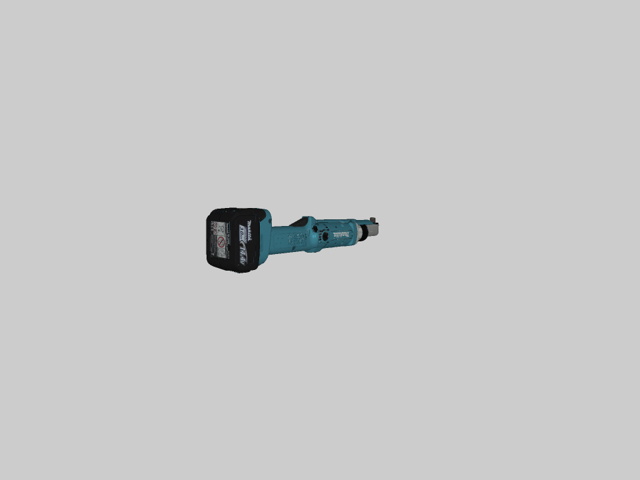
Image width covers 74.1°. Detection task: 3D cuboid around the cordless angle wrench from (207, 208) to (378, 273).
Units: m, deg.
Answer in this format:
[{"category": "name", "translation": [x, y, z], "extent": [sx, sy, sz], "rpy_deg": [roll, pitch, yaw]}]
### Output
[{"category": "cordless angle wrench", "translation": [-0.012, -0.010, 0.784], "extent": [0.074, 0.098, 0.422], "rpy_deg": [6, 7, 40]}]
